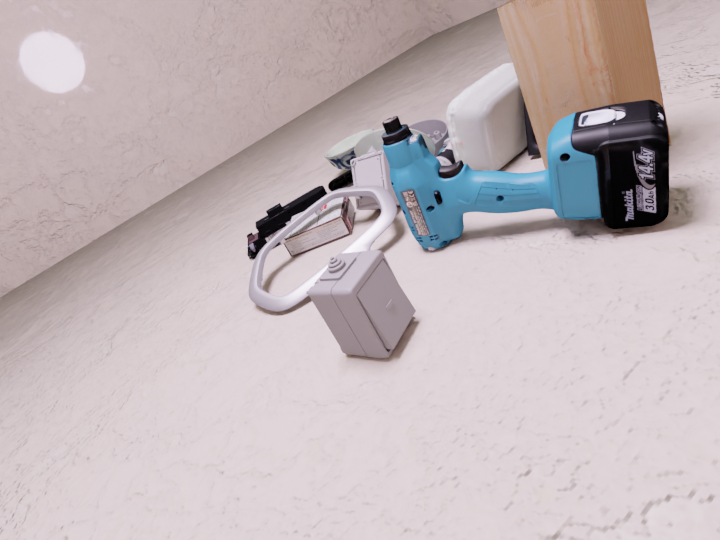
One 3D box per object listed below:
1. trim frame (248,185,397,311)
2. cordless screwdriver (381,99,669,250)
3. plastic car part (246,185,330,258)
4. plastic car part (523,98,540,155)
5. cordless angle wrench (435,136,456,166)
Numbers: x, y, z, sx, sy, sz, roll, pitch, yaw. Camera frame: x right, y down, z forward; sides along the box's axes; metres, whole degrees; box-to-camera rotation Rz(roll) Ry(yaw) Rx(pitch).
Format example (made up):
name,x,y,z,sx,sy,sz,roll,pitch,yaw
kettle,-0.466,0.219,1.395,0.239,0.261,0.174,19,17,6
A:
name,x,y,z,sx,sy,sz,roll,pitch,yaw
trim frame,-0.059,-0.039,0.603,0.247,0.026,0.194,-40,38,-7
cordless screwdriver,0.144,-0.105,0.418,0.260,0.153,0.074,-5,32,38
plastic car part,-0.133,-0.100,0.797,0.203,0.065,0.068,-26,17,0
plastic car part,0.262,-0.219,0.567,0.069,0.115,0.068,-2,11,42
cordless angle wrench,0.222,-0.254,0.704,0.419,0.071,0.103,-45,29,-24
